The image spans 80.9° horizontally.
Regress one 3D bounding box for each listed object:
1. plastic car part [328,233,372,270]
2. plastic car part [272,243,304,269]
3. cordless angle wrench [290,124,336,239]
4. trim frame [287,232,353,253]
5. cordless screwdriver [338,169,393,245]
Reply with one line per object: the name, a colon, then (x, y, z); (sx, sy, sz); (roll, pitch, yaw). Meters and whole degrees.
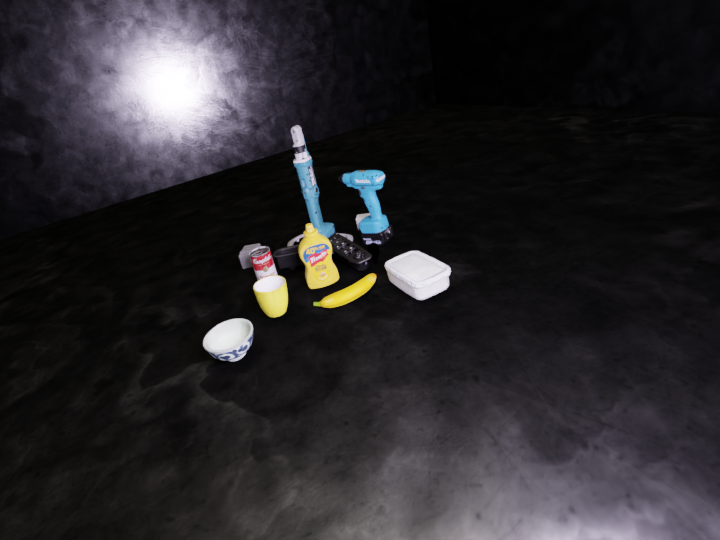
plastic car part: (-0.038, -0.050, 1.305); (0.065, 0.065, 0.214); (-26, 30, -24)
plastic car part: (-0.220, -0.039, 1.365); (0.116, 0.068, 0.068); (-14, 26, -1)
cordless angle wrench: (-0.164, -0.261, 1.383); (0.078, 0.409, 0.097); (3, 29, 30)
trim frame: (-0.144, -0.094, 1.477); (0.259, 0.026, 0.182); (2, 32, 28)
cordless screwdriver: (0.016, -0.207, 1.379); (0.167, 0.241, 0.073); (8, 31, 36)
